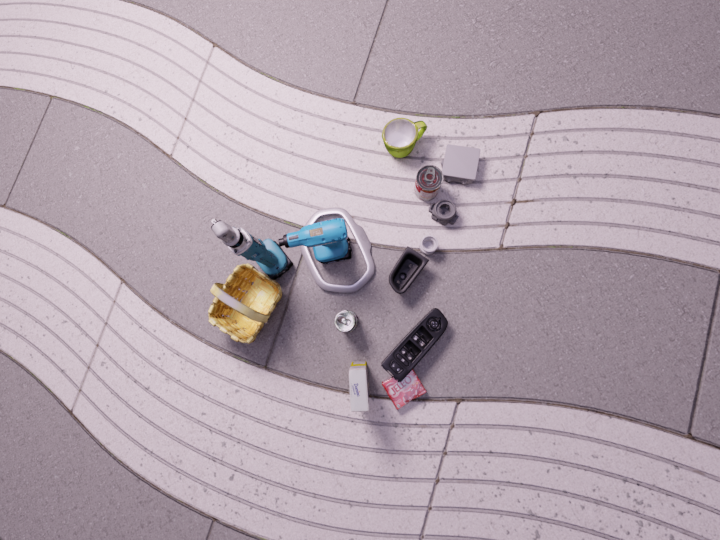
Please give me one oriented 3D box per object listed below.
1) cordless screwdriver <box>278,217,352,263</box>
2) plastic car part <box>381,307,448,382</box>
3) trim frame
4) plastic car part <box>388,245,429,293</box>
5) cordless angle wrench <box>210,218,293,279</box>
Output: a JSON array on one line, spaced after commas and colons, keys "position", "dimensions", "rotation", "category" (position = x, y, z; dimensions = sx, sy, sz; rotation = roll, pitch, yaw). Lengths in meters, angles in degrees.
[{"position": [-0.104, -0.068, 1.061], "dimensions": [0.160, 0.244, 0.075], "rotation": [-11, 82, 3], "category": "cordless screwdriver"}, {"position": [0.141, 0.184, 1.068], "dimensions": [0.068, 0.065, 0.203], "rotation": [42, 88, 10], "category": "plastic car part"}, {"position": [-0.065, -0.056, 1.163], "dimensions": [0.185, 0.027, 0.254], "rotation": [-27, 77, 3], "category": "trim frame"}, {"position": [0.116, 0.006, 1.102], "dimensions": [0.067, 0.069, 0.116], "rotation": [34, 86, 10], "category": "plastic car part"}, {"position": [-0.252, -0.051, 0.993], "dimensions": [0.074, 0.414, 0.100], "rotation": [-39, 82, -2], "category": "cordless angle wrench"}]
